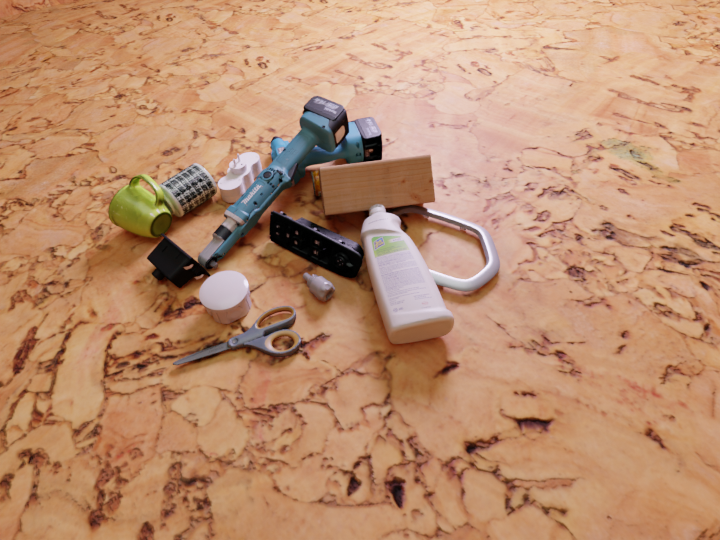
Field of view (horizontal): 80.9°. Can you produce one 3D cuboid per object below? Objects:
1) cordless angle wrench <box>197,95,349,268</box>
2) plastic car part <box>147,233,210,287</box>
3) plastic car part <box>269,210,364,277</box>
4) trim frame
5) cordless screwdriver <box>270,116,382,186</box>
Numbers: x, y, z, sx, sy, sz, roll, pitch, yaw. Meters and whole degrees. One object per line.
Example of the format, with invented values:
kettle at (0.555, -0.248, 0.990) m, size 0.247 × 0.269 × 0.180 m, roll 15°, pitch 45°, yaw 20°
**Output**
cordless angle wrench at (-0.176, -0.174, 0.840) m, size 0.102 × 0.071 × 0.422 m, roll 29°, pitch 71°, yaw 20°
plastic car part at (-0.341, -0.010, 0.765) m, size 0.123 × 0.063 × 0.071 m, roll 28°, pitch 70°, yaw 30°
plastic car part at (-0.076, -0.049, 0.772) m, size 0.213 × 0.065 × 0.065 m, roll 29°, pitch 30°, yaw 28°
trim frame at (0.123, -0.045, 0.766) m, size 0.258 × 0.026 × 0.183 m, roll 22°, pitch 53°, yaw 21°
cordless screwdriver at (-0.083, -0.286, 0.971) m, size 0.247 × 0.071 × 0.167 m, roll -18°, pitch 51°, yaw -6°
